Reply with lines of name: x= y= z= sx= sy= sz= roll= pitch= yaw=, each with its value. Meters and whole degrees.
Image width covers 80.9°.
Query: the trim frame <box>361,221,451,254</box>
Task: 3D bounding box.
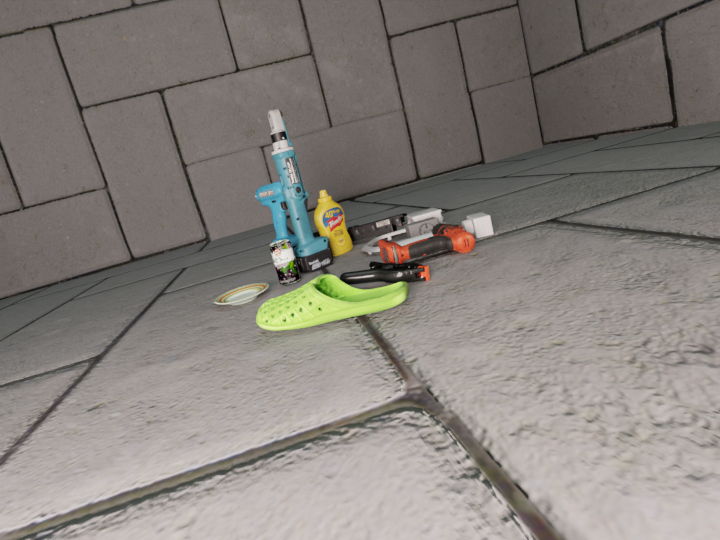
trim frame: x=0.123 y=-0.088 z=1.137 sx=0.249 sy=0.027 sz=0.187 roll=-15 pitch=14 yaw=2

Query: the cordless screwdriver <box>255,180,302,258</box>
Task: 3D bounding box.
cordless screwdriver: x=-0.211 y=-0.136 z=1.224 sx=0.166 sy=0.245 sz=0.072 roll=-6 pitch=13 yaw=40

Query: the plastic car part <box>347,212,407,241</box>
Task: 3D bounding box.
plastic car part: x=0.044 y=-0.127 z=1.294 sx=0.210 sy=0.066 sz=0.065 roll=-8 pitch=13 yaw=26

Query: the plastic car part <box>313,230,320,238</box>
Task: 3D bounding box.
plastic car part: x=-0.126 y=-0.083 z=1.293 sx=0.068 sy=0.070 sz=0.115 roll=-10 pitch=14 yaw=23

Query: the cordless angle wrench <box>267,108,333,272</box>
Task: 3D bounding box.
cordless angle wrench: x=-0.172 y=-0.206 z=1.100 sx=0.095 sy=0.417 sz=0.078 roll=-21 pitch=11 yaw=-32
